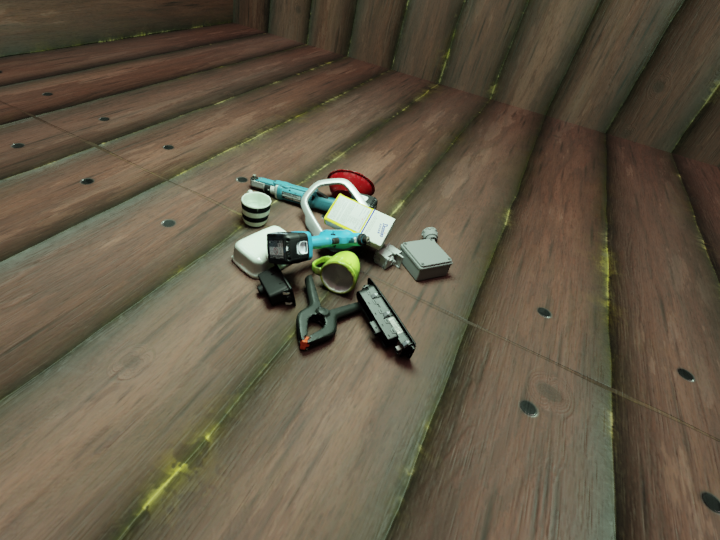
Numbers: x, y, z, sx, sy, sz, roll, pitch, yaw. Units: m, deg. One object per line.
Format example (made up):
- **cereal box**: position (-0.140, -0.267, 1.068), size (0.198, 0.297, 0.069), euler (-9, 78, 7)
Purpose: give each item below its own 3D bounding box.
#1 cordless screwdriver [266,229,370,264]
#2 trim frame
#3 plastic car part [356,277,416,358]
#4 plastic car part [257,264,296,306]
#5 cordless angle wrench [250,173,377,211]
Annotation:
- **cordless screwdriver**: position (-0.104, -0.068, 1.063), size (0.167, 0.074, 0.239), euler (4, 12, 40)
- **trim frame**: position (-0.074, -0.167, 1.238), size (0.184, 0.026, 0.258), euler (-33, 68, 0)
- **plastic car part**: position (0.047, 0.110, 0.966), size (0.066, 0.064, 0.213), euler (-20, 55, -12)
- **plastic car part**: position (-0.211, 0.040, 1.020), size (0.069, 0.063, 0.123), euler (-25, 47, -19)
- **cordless angle wrench**: position (-0.161, -0.231, 1.339), size (0.435, 0.095, 0.074), euler (17, 39, 15)
